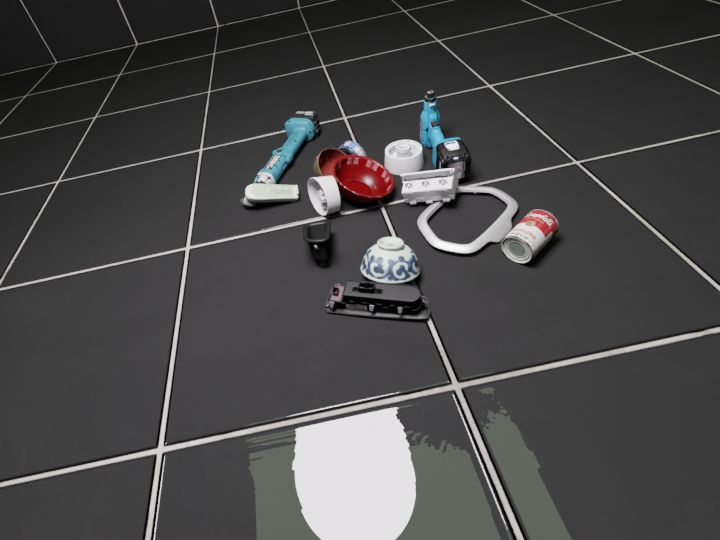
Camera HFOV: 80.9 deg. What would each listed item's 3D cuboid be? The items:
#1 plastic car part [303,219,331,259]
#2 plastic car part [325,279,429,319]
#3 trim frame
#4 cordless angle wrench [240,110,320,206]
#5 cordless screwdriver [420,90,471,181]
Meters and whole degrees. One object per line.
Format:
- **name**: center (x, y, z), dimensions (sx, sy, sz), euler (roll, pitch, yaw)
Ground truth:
- **plastic car part**: center (-0.093, -0.061, 0.948), dimensions (0.066, 0.068, 0.120), euler (-10, 29, 1)
- **plastic car part**: center (0.033, 0.050, 0.822), dimensions (0.208, 0.065, 0.067), euler (7, 40, 15)
- **trim frame**: center (0.245, -0.121, 0.964), dimensions (0.194, 0.026, 0.245), euler (29, 56, 35)
- **cordless angle wrench**: center (-0.234, -0.332, 1.250), dimensions (0.101, 0.071, 0.426), euler (8, 51, 18)
- **cordless screwdriver**: center (0.211, -0.349, 1.105), dimensions (0.074, 0.153, 0.259), euler (-11, 47, -2)
